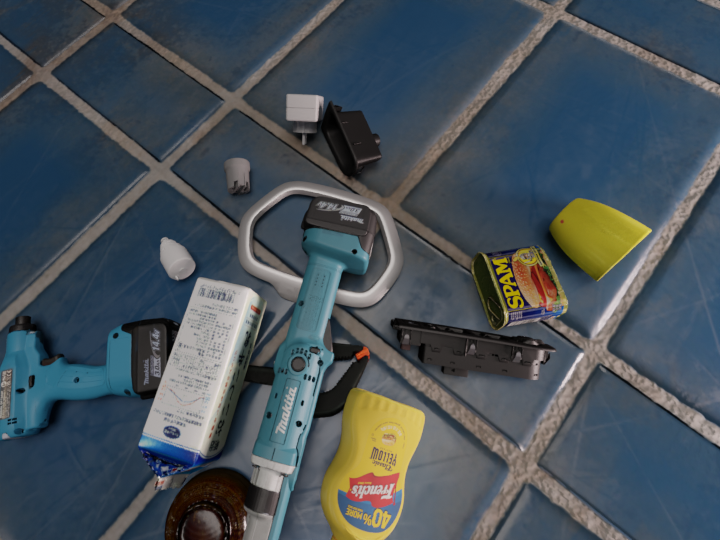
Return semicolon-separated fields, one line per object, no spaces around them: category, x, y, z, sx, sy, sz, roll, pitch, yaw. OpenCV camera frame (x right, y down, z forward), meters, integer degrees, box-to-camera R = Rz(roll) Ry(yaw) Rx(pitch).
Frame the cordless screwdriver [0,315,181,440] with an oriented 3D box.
cordless screwdriver;-0.357;0.114;0.561;0.250;0.072;0.164;-15;70;2

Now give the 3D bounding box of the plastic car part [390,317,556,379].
plastic car part;0.141;0.101;0.535;0.205;0.065;0.067;4;81;5

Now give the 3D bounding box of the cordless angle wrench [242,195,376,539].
cordless angle wrench;-0.070;0.114;0.505;0.099;0.072;0.428;12;69;6

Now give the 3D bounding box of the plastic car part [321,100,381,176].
plastic car part;-0.007;-0.204;0.661;0.069;0.066;0.120;-20;74;-20

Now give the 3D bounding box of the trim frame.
trim frame;-0.061;-0.040;0.619;0.252;0.027;0.186;16;71;7
